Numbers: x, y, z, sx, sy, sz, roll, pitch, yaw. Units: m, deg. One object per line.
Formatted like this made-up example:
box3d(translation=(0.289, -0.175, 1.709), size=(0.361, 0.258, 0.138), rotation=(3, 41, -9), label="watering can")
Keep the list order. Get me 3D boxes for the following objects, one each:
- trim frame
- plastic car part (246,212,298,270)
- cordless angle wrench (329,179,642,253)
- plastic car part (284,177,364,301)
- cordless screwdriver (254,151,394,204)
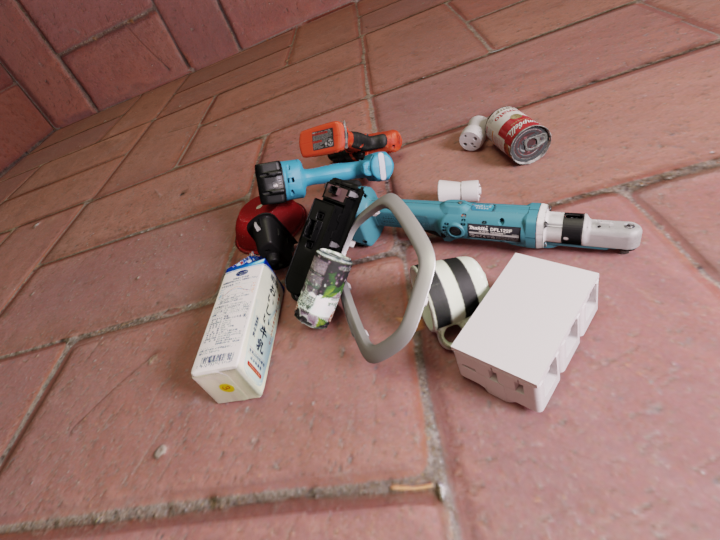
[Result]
box3d(translation=(0.022, 0.002, 0.557), size=(0.184, 0.026, 0.260), rotation=(-56, 33, 24), label="trim frame")
box3d(translation=(-0.151, -0.039, 0.725), size=(0.066, 0.111, 0.073), rotation=(-19, 63, 6), label="plastic car part")
box3d(translation=(0.142, -0.072, 0.610), size=(0.443, 0.093, 0.074), rotation=(9, 46, 31), label="cordless angle wrench")
box3d(translation=(-0.062, -0.041, 0.637), size=(0.069, 0.064, 0.202), rotation=(23, 99, 23), label="plastic car part")
box3d(translation=(-0.073, -0.181, 0.802), size=(0.248, 0.073, 0.162), rotation=(-9, 13, -4), label="cordless screwdriver")
